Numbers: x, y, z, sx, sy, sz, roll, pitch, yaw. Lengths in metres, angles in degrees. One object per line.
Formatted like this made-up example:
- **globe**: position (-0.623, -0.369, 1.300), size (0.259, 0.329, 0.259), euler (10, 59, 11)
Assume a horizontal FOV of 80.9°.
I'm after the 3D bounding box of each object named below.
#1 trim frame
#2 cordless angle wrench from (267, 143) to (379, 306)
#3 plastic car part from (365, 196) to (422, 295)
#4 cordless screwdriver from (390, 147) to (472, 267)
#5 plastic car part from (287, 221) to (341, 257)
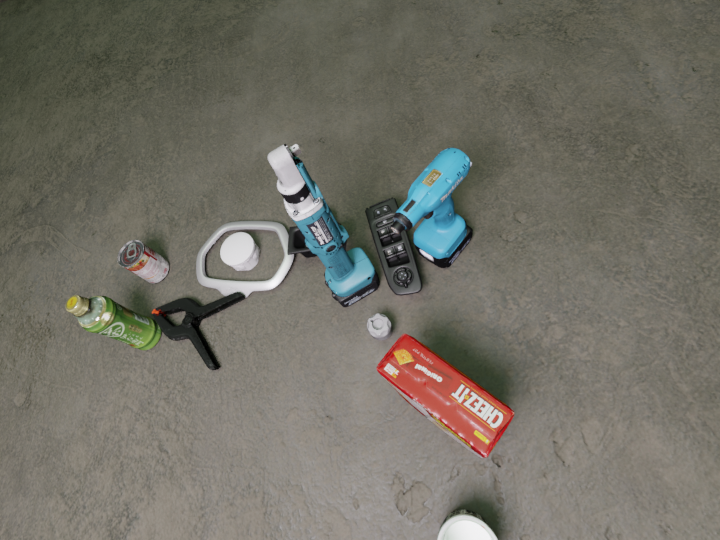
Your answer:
- **trim frame**: position (-0.263, -0.029, 0.950), size (0.256, 0.026, 0.187), euler (1, 65, 19)
- **cordless angle wrench**: position (-0.056, -0.055, 0.676), size (0.098, 0.404, 0.078), euler (-30, 62, -1)
- **plastic car part**: position (0.067, -0.039, 0.826), size (0.067, 0.064, 0.210), euler (-18, 60, 7)
- **cordless screwdriver**: position (0.123, -0.079, 0.727), size (0.078, 0.237, 0.159), euler (37, 79, 26)
- **plastic car part**: position (-0.086, -0.056, 0.882), size (0.119, 0.068, 0.067), euler (-5, 64, 15)
